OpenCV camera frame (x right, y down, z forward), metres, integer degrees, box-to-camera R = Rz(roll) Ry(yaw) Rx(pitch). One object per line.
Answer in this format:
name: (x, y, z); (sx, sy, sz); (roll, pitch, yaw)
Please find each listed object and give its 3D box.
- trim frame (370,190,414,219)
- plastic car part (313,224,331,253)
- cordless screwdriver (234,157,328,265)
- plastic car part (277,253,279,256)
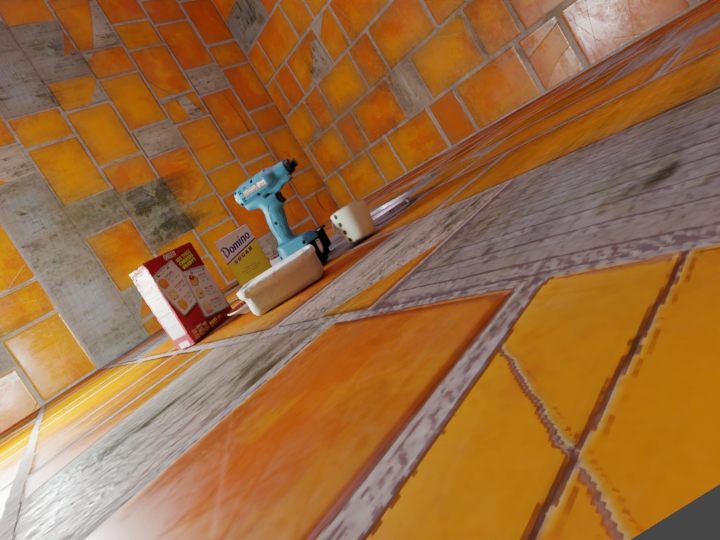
trim frame: (0.049, -0.152, 1.151); (0.181, 0.027, 0.255); (-36, 10, -24)
plastic car part: (-0.108, -0.071, 1.105); (0.067, 0.070, 0.115); (-29, 8, 24)
cordless screwdriver: (-0.154, -0.114, 0.936); (0.162, 0.247, 0.074); (-30, 4, 18)
plastic car part: (-0.187, -0.054, 1.280); (0.065, 0.066, 0.209); (-35, 9, -26)
